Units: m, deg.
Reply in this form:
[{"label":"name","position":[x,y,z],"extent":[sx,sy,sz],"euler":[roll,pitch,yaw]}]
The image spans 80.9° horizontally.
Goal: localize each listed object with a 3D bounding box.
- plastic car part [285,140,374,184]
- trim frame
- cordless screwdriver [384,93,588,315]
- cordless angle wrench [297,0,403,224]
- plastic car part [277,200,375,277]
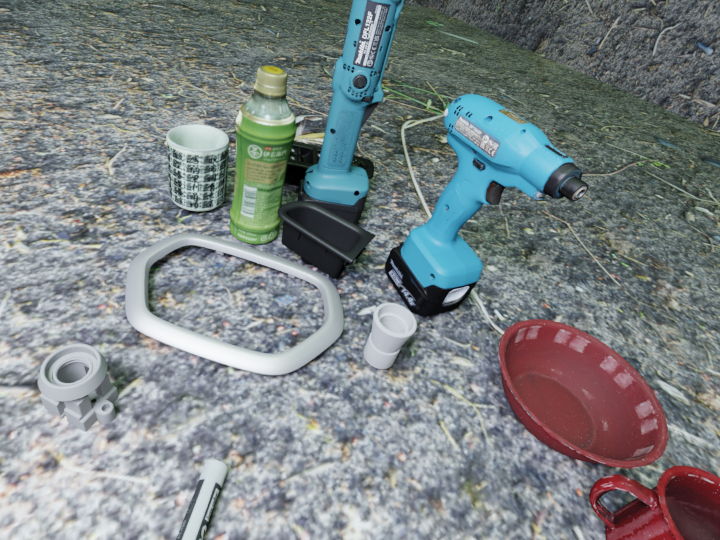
[{"label":"plastic car part","position":[-0.076,-0.166,0.688],"extent":[0.199,0.066,0.069],"euler":[5,41,-11]},{"label":"trim frame","position":[-0.138,0.027,0.474],"extent":[0.250,0.027,0.187],"euler":[15,40,2]},{"label":"cordless screwdriver","position":[0.120,-0.046,0.464],"extent":[0.072,0.244,0.168],"euler":[-9,46,-29]},{"label":"cordless angle wrench","position":[-0.001,-0.239,0.522],"extent":[0.096,0.416,0.077],"euler":[10,40,-10]},{"label":"plastic car part","position":[-0.053,-0.034,0.537],"extent":[0.120,0.069,0.065],"euler":[28,41,16]}]
